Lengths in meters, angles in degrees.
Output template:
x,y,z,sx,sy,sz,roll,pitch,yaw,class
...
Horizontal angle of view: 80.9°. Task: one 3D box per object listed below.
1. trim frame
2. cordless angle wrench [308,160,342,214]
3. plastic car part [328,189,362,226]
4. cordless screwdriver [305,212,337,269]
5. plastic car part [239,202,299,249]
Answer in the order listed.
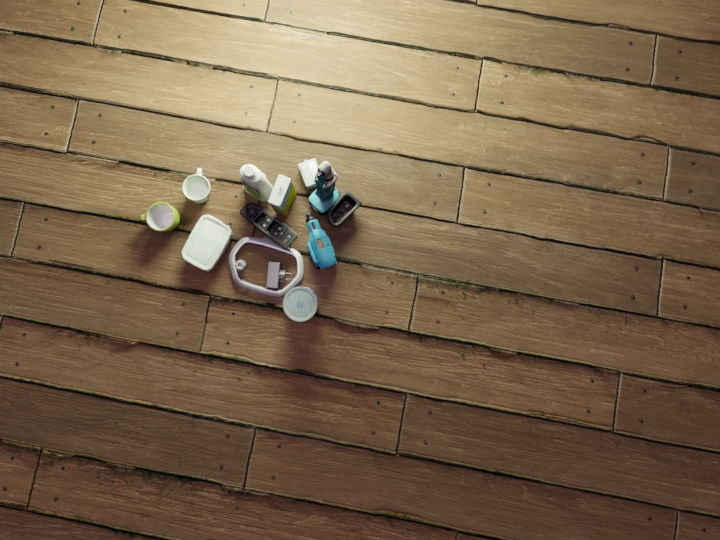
x,y,z,sx,sy,sz,roll,pitch,yaw,class
-0.306,-0.016,1.373,0.249,0.027,0.184,16,85,2,trim frame
-0.099,-0.238,1.194,0.074,0.423,0.098,44,85,-2,cordless angle wrench
-0.060,-0.192,1.365,0.066,0.071,0.116,43,86,0,plastic car part
-0.124,-0.081,1.267,0.074,0.248,0.160,-21,89,-5,cordless screwdriver
-0.295,-0.147,1.365,0.204,0.067,0.066,36,86,3,plastic car part
